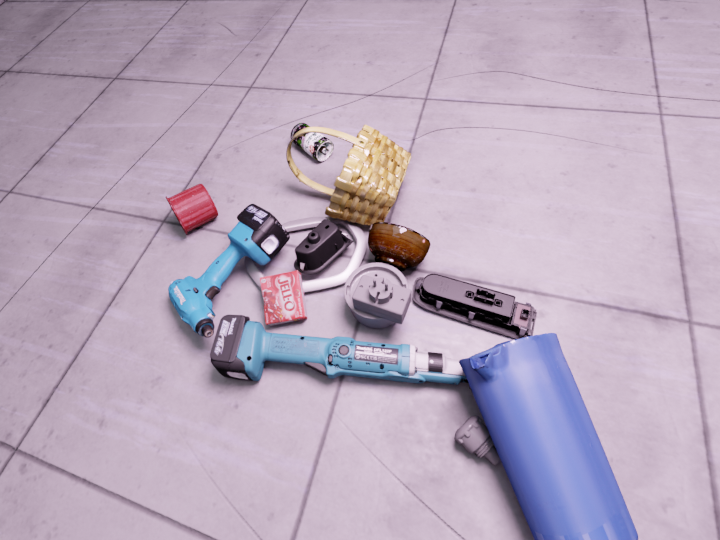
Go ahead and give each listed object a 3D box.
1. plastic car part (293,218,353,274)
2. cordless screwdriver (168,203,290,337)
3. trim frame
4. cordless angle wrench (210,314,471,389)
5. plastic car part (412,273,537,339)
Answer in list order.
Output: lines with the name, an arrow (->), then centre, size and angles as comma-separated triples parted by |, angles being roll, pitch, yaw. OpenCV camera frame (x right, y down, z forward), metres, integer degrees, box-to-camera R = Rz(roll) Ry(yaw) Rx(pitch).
plastic car part -> -0.077, -0.051, 0.791 | 0.069, 0.068, 0.115 | 34, 65, 27
cordless screwdriver -> -0.237, 0.000, 0.782 | 0.248, 0.070, 0.169 | -46, 47, -8
trim frame -> -0.110, -0.037, 0.841 | 0.250, 0.026, 0.191 | -12, 56, 5
cordless angle wrench -> -0.027, 0.140, 0.683 | 0.431, 0.071, 0.100 | 4, 58, 10
plastic car part -> 0.185, 0.053, 0.707 | 0.211, 0.064, 0.067 | 15, 67, 22
